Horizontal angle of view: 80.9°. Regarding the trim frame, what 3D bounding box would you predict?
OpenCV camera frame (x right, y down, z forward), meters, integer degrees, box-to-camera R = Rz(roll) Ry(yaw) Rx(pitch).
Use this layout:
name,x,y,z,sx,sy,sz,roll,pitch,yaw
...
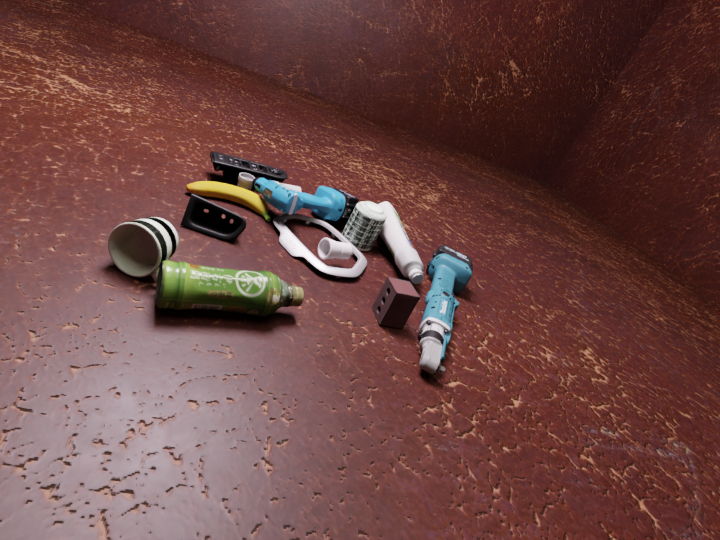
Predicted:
name,x,y,z,sx,sy,sz,roll,pitch,yaw
trim frame,-0.092,-0.060,0.937,0.176,0.027,0.262,-6,41,-45

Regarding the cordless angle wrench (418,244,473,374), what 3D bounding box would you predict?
name,x,y,z,sx,sy,sz,roll,pitch,yaw
cordless angle wrench,0.164,0.068,0.861,0.099,0.074,0.421,26,30,4

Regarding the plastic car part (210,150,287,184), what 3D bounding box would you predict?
name,x,y,z,sx,sy,sz,roll,pitch,yaw
plastic car part,-0.281,-0.246,1.072,0.195,0.066,0.070,5,26,-25

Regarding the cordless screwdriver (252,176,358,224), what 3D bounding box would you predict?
name,x,y,z,sx,sy,sz,roll,pitch,yaw
cordless screwdriver,-0.134,-0.177,1.030,0.236,0.074,0.168,1,25,-47

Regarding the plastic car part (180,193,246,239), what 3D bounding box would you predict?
name,x,y,z,sx,sy,sz,roll,pitch,yaw
plastic car part,-0.285,-0.105,0.841,0.114,0.066,0.073,21,13,-13
